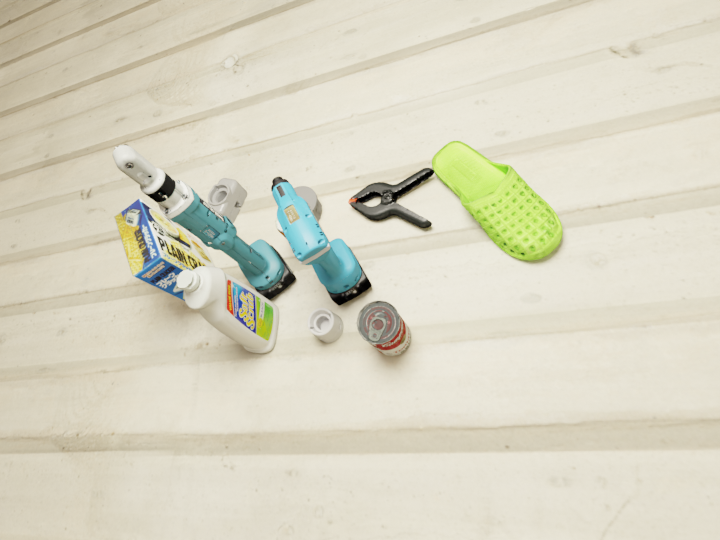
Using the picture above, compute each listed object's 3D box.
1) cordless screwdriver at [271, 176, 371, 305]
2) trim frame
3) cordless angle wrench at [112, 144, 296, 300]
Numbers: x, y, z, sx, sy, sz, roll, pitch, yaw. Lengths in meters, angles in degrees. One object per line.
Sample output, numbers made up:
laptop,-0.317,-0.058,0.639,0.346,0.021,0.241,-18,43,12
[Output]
cordless screwdriver,-0.069,-0.045,0.709,0.075,0.237,0.166,-31,61,3
trim frame,0.289,0.078,0.632,0.193,0.026,0.249,17,74,27
cordless angle wrench,-0.233,-0.064,0.686,0.074,0.402,0.103,-38,61,0
